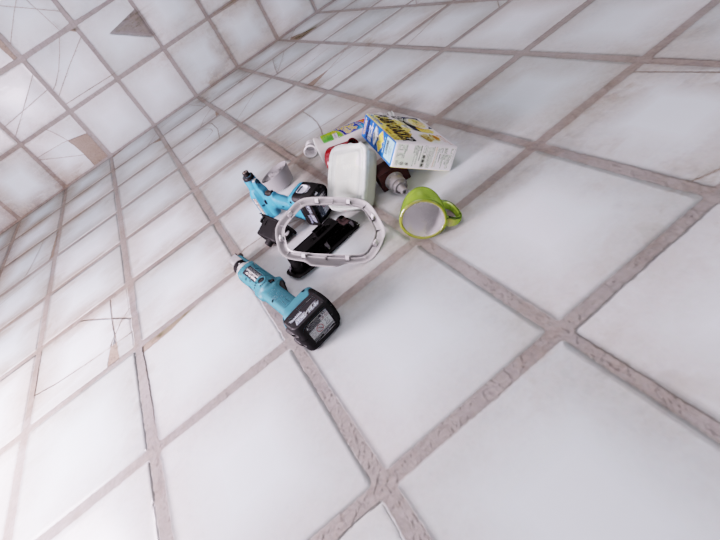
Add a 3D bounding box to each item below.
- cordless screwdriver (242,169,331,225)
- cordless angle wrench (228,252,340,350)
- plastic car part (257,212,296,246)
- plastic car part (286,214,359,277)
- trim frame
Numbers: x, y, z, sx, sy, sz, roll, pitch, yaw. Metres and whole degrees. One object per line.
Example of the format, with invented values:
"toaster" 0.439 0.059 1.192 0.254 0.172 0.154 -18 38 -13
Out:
"cordless screwdriver" -0.201 -0.199 1.117 0.262 0.151 0.074 10 54 38
"cordless angle wrench" -0.207 0.038 0.949 0.097 0.071 0.447 -45 39 -15
"plastic car part" -0.230 -0.098 1.113 0.123 0.062 0.071 27 82 44
"plastic car part" -0.096 -0.063 0.984 0.202 0.063 0.070 -46 48 -12
"trim frame" -0.071 -0.089 0.946 0.252 0.026 0.188 4 65 8
